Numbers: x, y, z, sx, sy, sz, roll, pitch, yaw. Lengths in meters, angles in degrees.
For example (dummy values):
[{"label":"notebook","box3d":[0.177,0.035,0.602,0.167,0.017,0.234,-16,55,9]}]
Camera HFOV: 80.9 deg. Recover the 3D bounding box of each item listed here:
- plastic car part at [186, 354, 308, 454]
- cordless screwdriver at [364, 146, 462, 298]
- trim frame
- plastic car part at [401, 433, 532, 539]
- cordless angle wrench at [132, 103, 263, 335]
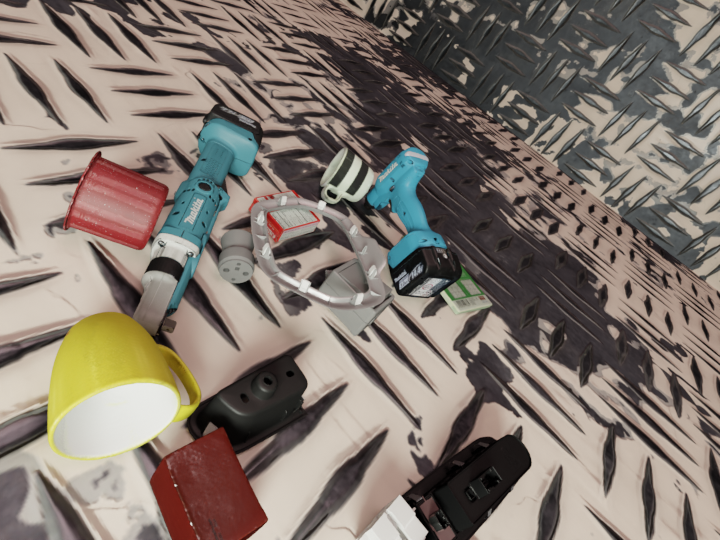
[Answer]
[{"label":"plastic car part","box3d":[-0.095,0.118,0.396,0.068,0.071,0.112,49,34,20]},{"label":"cordless screwdriver","box3d":[0.072,-0.072,0.729,0.071,0.161,0.257,8,58,-31]},{"label":"trim frame","box3d":[-0.056,-0.037,0.571,0.177,0.027,0.260,9,33,-23]},{"label":"plastic car part","box3d":[0.125,0.227,0.455,0.194,0.067,0.070,-6,45,-47]},{"label":"cordless angle wrench","box3d":[-0.212,-0.092,0.560,0.095,0.074,0.436,21,39,-19]}]
